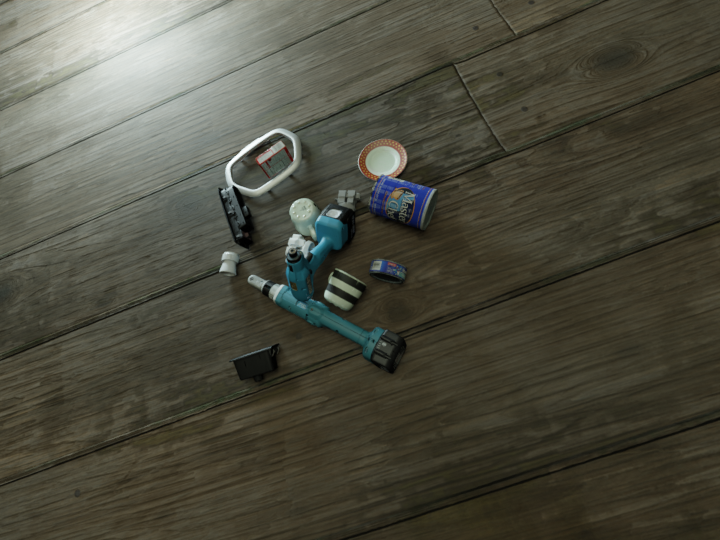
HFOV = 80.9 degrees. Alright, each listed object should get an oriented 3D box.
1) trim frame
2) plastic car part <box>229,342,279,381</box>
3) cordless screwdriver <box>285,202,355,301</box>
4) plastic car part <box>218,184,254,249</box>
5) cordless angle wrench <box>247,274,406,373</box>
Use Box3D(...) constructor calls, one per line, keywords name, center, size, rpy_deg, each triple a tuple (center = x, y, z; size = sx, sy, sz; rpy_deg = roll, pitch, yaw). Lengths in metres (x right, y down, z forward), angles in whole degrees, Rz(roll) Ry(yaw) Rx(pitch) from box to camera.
Box3D(name="trim frame", center=(-0.281, -0.314, 1.229), size=(0.248, 0.026, 0.192), rpy_deg=(-38, 67, 0))
Box3D(name="plastic car part", center=(-0.244, 0.225, 1.004), size=(0.117, 0.064, 0.072), rpy_deg=(-23, 82, 8))
Box3D(name="cordless screwdriver", center=(-0.097, -0.063, 0.988), size=(0.077, 0.153, 0.249), rpy_deg=(17, 54, 18))
Box3D(name="plastic car part", center=(-0.338, -0.159, 1.156), size=(0.068, 0.063, 0.211), rpy_deg=(-39, 62, 17))
Box3D(name="cordless angle wrench", center=(-0.101, 0.103, 0.995), size=(0.442, 0.093, 0.074), rpy_deg=(24, 74, 24))
